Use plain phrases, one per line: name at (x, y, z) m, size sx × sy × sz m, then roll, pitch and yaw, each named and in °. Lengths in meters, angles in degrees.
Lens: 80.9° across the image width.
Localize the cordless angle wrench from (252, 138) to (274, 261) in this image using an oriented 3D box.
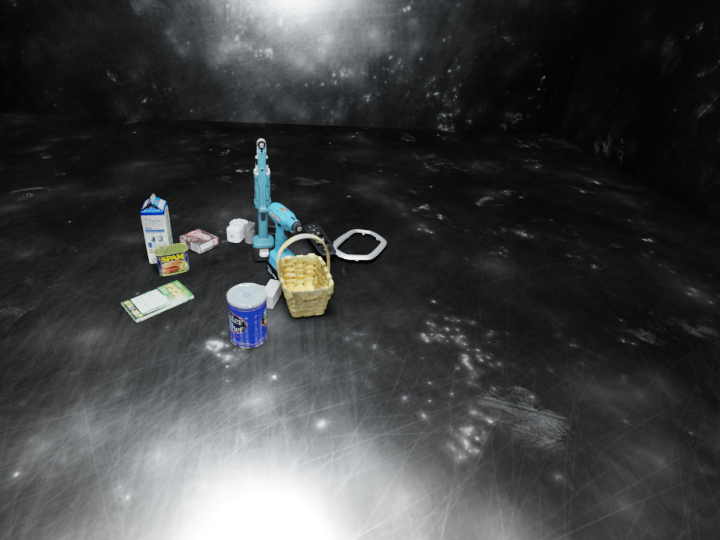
cordless angle wrench at (-0.324, -0.227, 1.400) m, size 0.073 × 0.412 × 0.102 m, roll -2°, pitch 32°, yaw -13°

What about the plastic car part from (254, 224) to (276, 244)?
plastic car part at (-0.332, -0.125, 1.558) m, size 0.118 × 0.069 × 0.067 m, roll 7°, pitch 32°, yaw 4°

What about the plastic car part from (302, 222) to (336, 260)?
plastic car part at (-0.150, -0.098, 1.536) m, size 0.064 × 0.065 × 0.214 m, roll -10°, pitch 35°, yaw -23°

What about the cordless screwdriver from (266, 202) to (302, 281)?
cordless screwdriver at (-0.236, -0.076, 1.332) m, size 0.072 × 0.242 × 0.168 m, roll -17°, pitch 39°, yaw -33°

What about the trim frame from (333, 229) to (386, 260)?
trim frame at (-0.008, -0.097, 1.581) m, size 0.191 × 0.027 × 0.245 m, roll 17°, pitch 35°, yaw 20°
